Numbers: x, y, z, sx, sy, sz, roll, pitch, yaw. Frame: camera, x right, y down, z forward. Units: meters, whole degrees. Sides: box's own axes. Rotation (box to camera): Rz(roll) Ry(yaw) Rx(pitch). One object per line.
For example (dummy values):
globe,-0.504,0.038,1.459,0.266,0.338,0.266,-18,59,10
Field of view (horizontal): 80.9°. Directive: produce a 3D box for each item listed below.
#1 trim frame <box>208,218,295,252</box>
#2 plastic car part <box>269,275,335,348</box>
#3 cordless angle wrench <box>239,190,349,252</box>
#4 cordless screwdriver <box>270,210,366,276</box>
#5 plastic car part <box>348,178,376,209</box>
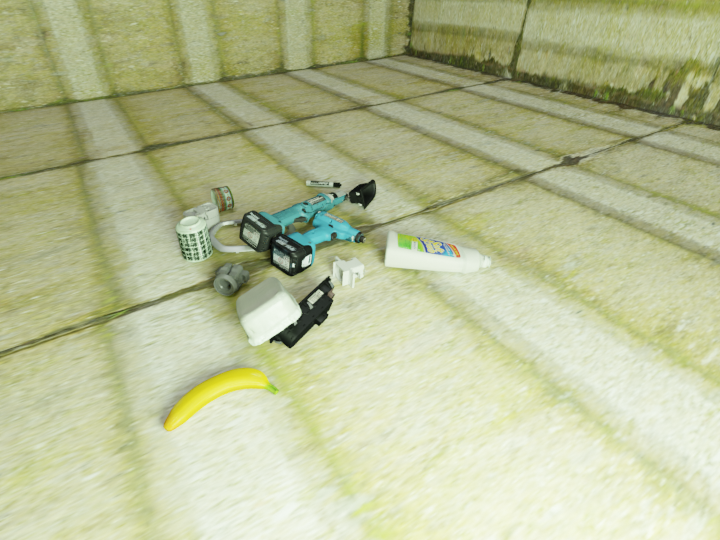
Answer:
trim frame,-0.306,-0.105,1.189,0.247,0.026,0.192,-8,38,-6
plastic car part,-0.113,0.096,0.886,0.069,0.066,0.199,42,48,10
cordless angle wrench,-0.164,-0.168,1.208,0.102,0.073,0.413,34,38,17
cordless screwdriver,-0.107,-0.070,1.097,0.166,0.072,0.244,26,40,24
plastic car part,0.000,-0.246,1.347,0.074,0.064,0.116,0,30,24
